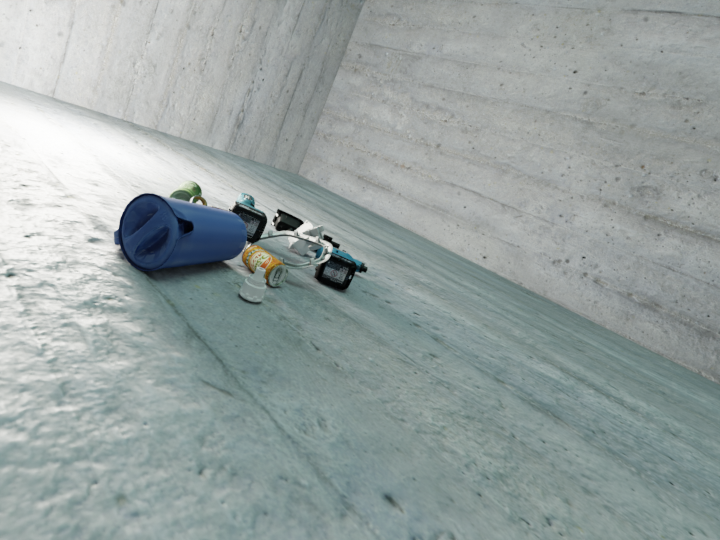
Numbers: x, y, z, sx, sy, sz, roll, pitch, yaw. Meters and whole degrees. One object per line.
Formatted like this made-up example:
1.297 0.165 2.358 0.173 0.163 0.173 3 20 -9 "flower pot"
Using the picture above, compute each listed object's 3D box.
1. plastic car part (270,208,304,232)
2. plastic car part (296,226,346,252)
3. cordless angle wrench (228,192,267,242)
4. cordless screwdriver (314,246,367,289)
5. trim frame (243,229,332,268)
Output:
-0.241 -0.147 1.423 0.114 0.066 0.072 24 27 -10 "plastic car part"
-0.132 -0.086 1.348 0.206 0.066 0.066 21 20 6 "plastic car part"
-0.326 -0.176 1.196 0.095 0.074 0.438 23 11 -20 "cordless angle wrench"
-0.047 -0.011 1.158 0.158 0.074 0.252 22 9 -6 "cordless screwdriver"
-0.184 -0.057 1.048 0.262 0.027 0.179 20 35 33 "trim frame"
